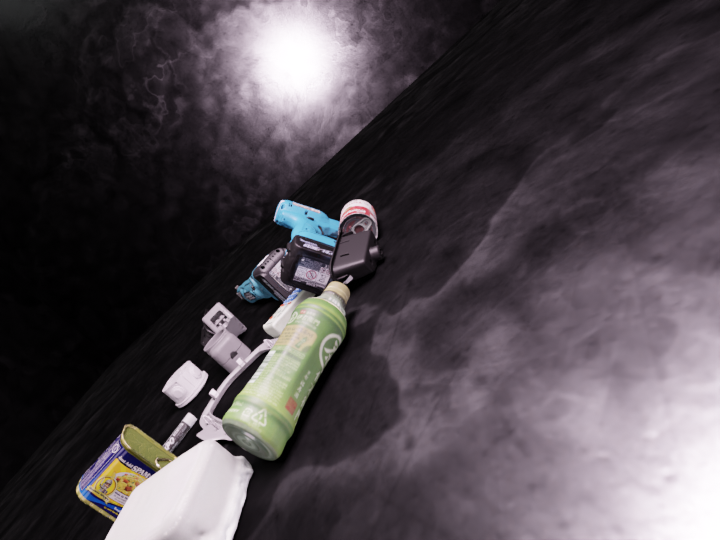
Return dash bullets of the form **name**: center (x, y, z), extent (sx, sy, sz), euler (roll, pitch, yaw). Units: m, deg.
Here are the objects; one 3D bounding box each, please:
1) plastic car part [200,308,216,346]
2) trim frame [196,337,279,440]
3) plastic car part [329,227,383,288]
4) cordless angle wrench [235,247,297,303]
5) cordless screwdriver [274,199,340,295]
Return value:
- **plastic car part**: center (-0.367, 0.147, 1.045), extent (0.067, 0.064, 0.209), euler (-56, 19, -8)
- **trim frame**: center (-0.166, 0.168, 0.620), extent (0.257, 0.027, 0.183), euler (-15, 35, 54)
- **plastic car part**: center (0.000, -0.022, 0.646), extent (0.072, 0.063, 0.118), euler (-22, 27, 20)
- **cordless angle wrench**: center (-0.229, 0.036, 0.971), extent (0.074, 0.096, 0.434), euler (-50, 14, -23)
- **cordless screwdriver**: center (-0.077, -0.050, 0.783), extent (0.258, 0.154, 0.074), euler (-110, 39, -60)
